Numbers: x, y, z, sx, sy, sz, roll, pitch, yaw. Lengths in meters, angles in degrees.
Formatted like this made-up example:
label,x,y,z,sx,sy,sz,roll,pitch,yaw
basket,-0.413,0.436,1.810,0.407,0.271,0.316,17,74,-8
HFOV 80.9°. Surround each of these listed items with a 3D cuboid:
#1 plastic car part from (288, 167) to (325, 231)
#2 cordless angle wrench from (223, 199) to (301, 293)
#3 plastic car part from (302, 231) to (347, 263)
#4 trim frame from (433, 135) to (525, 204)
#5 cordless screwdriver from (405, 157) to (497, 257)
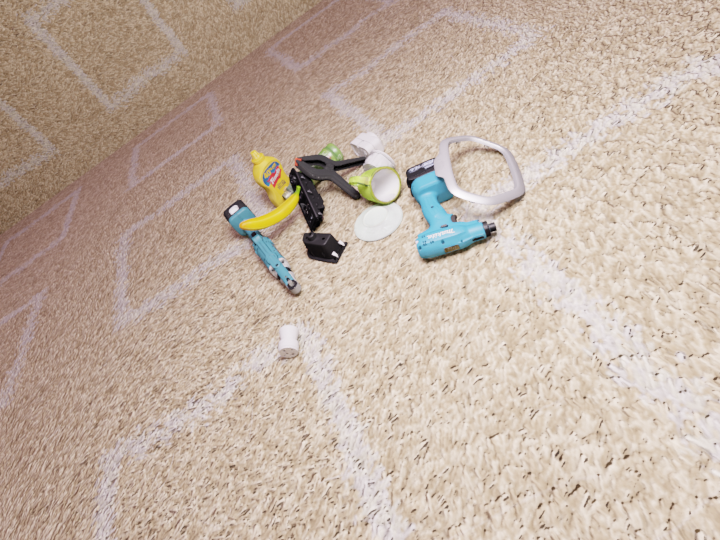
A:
label,x,y,z,sx,sy,sz,roll,pitch,yaw
plastic car part,-0.145,-0.209,1.179,0.065,0.065,0.211,-19,63,-21
cordless angle wrench,-0.265,-0.064,1.158,0.074,0.093,0.448,-41,46,-5
plastic car part,-0.103,-0.068,1.057,0.122,0.067,0.066,10,58,36
trim frame,0.257,-0.226,0.932,0.184,0.027,0.255,3,51,0
cordless screwdriver,0.189,-0.145,0.929,0.163,0.070,0.257,-18,49,17
